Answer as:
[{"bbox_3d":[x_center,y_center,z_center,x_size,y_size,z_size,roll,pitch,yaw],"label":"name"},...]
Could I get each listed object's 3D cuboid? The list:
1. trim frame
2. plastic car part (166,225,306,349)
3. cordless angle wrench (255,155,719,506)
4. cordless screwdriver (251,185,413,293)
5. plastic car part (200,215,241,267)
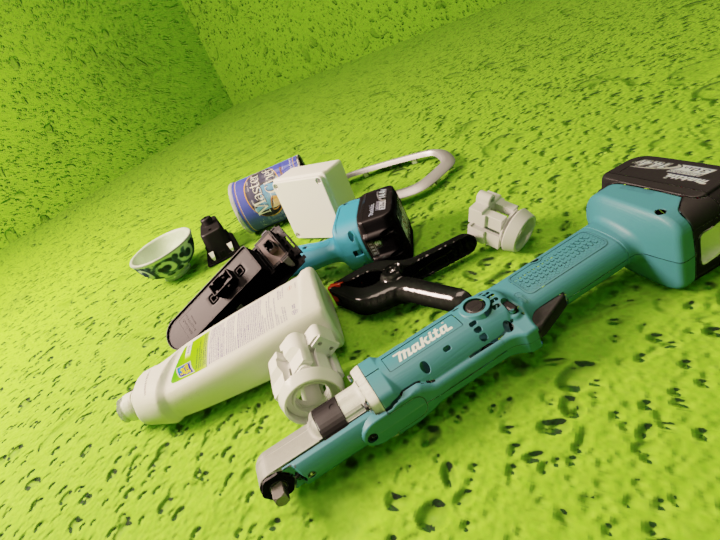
[{"bbox_3d":[0.039,-0.155,0.736,0.257,0.026,0.186,-12,34,25],"label":"trim frame"},{"bbox_3d":[-0.159,0.034,0.505,0.203,0.069,0.064,-46,-17,9],"label":"plastic car part"},{"bbox_3d":[0.101,0.048,0.339,0.421,0.071,0.103,-32,29,-5],"label":"cordless angle wrench"},{"bbox_3d":[-0.057,-0.037,0.584,0.253,0.071,0.163,-21,30,16],"label":"cordless screwdriver"},{"bbox_3d":[-0.274,-0.067,0.793,0.065,0.068,0.122,-29,32,-9],"label":"plastic car part"}]
